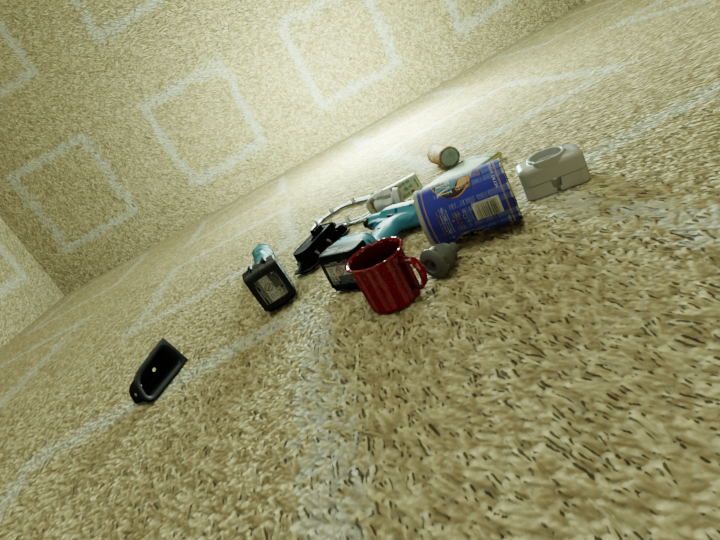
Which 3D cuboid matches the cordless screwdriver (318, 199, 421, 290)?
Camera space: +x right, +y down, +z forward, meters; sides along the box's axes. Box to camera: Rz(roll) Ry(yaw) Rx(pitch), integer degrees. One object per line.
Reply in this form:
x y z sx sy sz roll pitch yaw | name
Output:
0.014 -0.057 0.814 0.166 0.072 0.245 -7 27 45 | cordless screwdriver

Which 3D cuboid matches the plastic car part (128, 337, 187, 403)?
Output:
-0.391 0.197 0.788 0.072 0.064 0.117 -35 19 32 | plastic car part

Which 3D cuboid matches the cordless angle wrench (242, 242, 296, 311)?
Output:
-0.226 -0.018 1.004 0.074 0.095 0.436 -34 19 -5 | cordless angle wrench

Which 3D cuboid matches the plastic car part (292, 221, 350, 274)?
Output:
-0.096 -0.063 0.977 0.069 0.064 0.202 -7 33 32 | plastic car part

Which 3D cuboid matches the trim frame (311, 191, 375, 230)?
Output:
-0.033 -0.160 1.151 0.260 0.026 0.182 -4 34 44 | trim frame
